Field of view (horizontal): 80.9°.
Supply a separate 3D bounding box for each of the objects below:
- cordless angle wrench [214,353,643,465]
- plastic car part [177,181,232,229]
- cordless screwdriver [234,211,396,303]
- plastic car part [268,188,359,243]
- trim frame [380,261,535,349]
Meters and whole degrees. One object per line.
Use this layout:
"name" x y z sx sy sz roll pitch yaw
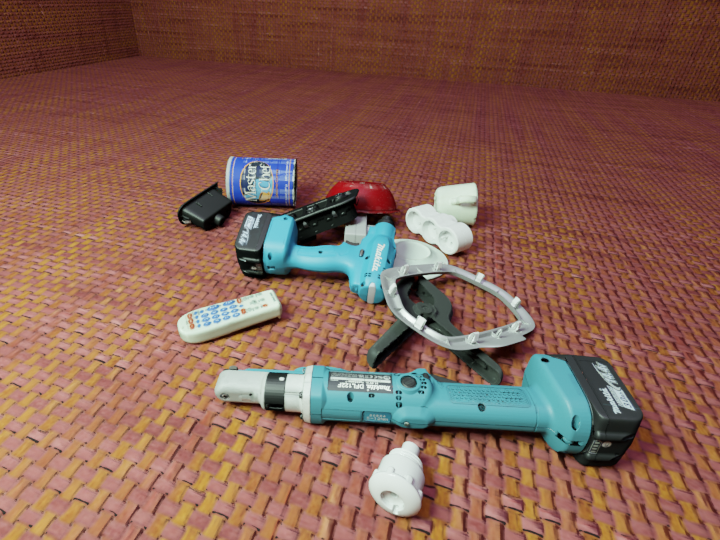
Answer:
"cordless angle wrench" 0.051 0.137 0.455 0.426 0.072 0.100 2 33 4
"plastic car part" -0.297 -0.116 0.837 0.072 0.065 0.116 25 40 7
"cordless screwdriver" -0.067 -0.044 0.686 0.253 0.072 0.161 10 53 9
"plastic car part" -0.090 -0.089 0.762 0.205 0.065 0.067 -23 15 10
"trim frame" 0.137 0.043 0.589 0.237 0.027 0.195 -3 36 -37
